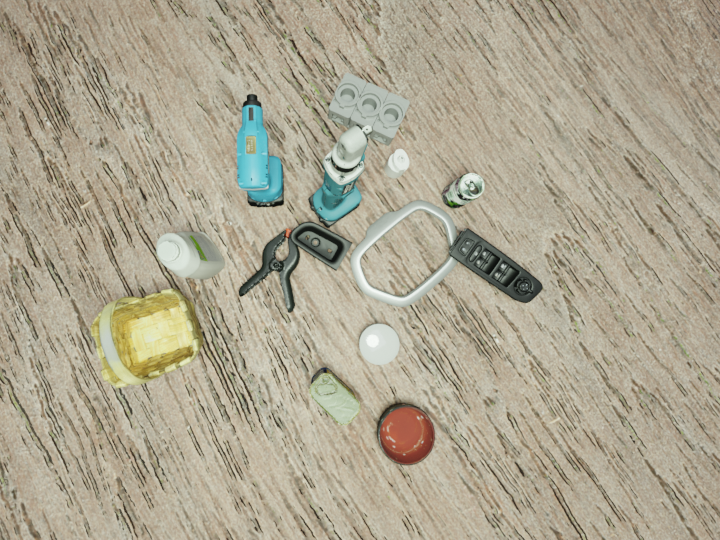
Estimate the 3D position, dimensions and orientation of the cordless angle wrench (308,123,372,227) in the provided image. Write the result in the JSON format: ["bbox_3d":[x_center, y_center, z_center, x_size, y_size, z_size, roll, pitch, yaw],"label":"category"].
[{"bbox_3d":[-0.034,-0.148,0.702,0.097,0.424,0.074,-35,92,-6],"label":"cordless angle wrench"}]

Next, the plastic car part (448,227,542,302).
[{"bbox_3d":[0.273,-0.004,0.872,0.204,0.067,0.066,34,85,2],"label":"plastic car part"}]

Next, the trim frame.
[{"bbox_3d":[0.096,-0.038,0.892,0.248,0.027,0.185,-41,87,-4],"label":"trim frame"}]

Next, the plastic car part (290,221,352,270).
[{"bbox_3d":[-0.085,-0.056,0.868,0.117,0.071,0.066,30,85,0],"label":"plastic car part"}]

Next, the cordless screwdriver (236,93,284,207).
[{"bbox_3d":[-0.188,-0.208,0.792,0.074,0.249,0.160,-2,87,-6],"label":"cordless screwdriver"}]
